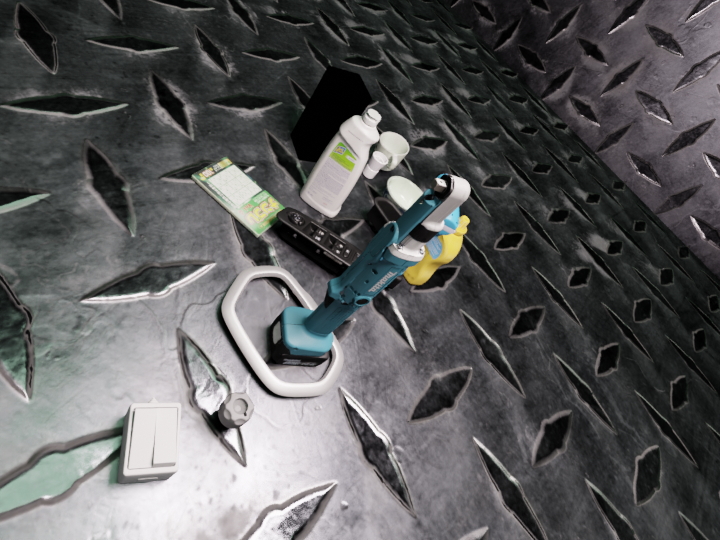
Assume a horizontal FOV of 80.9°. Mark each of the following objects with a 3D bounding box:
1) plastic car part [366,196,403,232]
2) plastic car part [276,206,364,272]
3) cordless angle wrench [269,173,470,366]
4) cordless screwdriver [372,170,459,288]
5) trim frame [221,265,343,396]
[{"bbox_3d":[0.060,-0.107,0.972,0.064,0.071,0.119,-25,72,-44],"label":"plastic car part"},{"bbox_3d":[-0.082,-0.054,0.840,0.202,0.067,0.066,36,44,-3],"label":"plastic car part"},{"bbox_3d":[-0.005,0.020,0.573,0.094,0.426,0.077,12,52,-29],"label":"cordless angle wrench"},{"bbox_3d":[0.103,-0.082,0.851,0.072,0.251,0.162,28,46,-16],"label":"cordless screwdriver"},{"bbox_3d":[-0.128,0.098,0.716,0.179,0.028,0.255,-27,73,-43],"label":"trim frame"}]
